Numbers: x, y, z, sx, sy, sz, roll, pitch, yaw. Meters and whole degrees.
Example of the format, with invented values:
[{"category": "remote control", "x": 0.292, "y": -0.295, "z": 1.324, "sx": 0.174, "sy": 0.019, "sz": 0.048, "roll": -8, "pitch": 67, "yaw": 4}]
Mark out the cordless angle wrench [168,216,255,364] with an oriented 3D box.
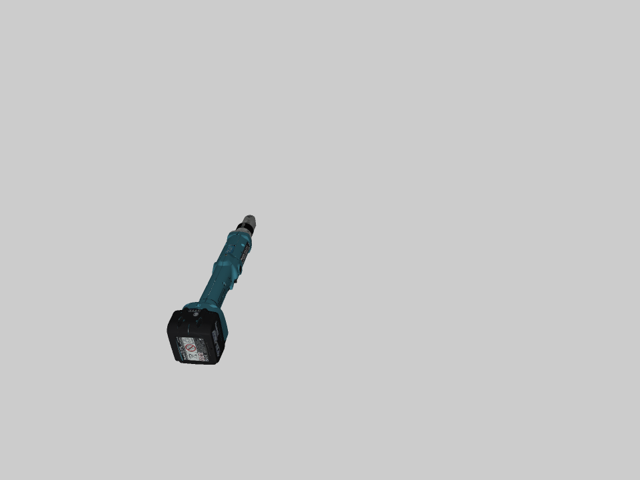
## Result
[{"category": "cordless angle wrench", "x": -0.187, "y": 0.060, "z": 0.854, "sx": 0.074, "sy": 0.098, "sz": 0.421, "roll": 1, "pitch": 33, "yaw": 5}]
